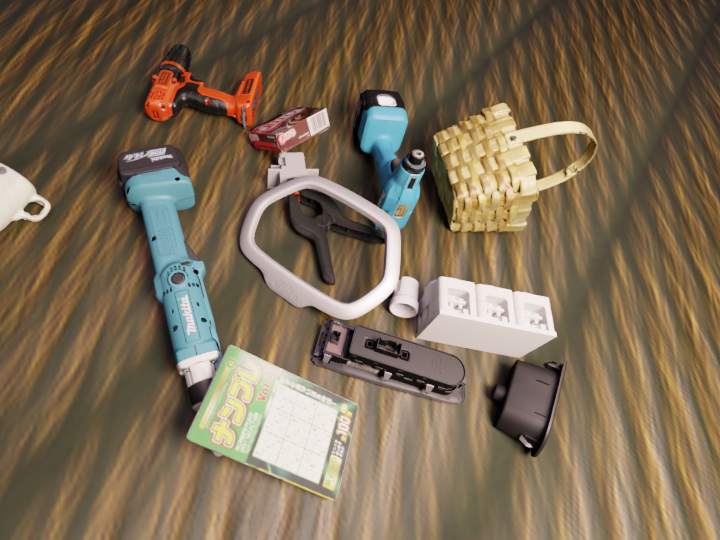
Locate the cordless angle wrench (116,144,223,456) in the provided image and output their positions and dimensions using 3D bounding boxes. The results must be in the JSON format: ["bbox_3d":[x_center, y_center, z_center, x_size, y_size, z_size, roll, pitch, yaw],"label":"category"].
[{"bbox_3d":[-0.233,0.019,0.551,0.096,0.073,0.439,-16,65,-19],"label":"cordless angle wrench"}]

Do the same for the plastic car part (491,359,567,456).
[{"bbox_3d":[0.209,0.163,0.541,0.074,0.063,0.116,23,60,20],"label":"plastic car part"}]

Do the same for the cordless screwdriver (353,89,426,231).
[{"bbox_3d":[0.048,-0.200,0.678,0.073,0.157,0.257,1,57,-13],"label":"cordless screwdriver"}]

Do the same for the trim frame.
[{"bbox_3d":[-0.059,-0.039,0.604,0.257,0.027,0.184,31,77,17],"label":"trim frame"}]

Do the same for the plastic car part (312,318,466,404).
[{"bbox_3d":[0.046,0.111,0.544,0.203,0.066,0.067,19,50,-1],"label":"plastic car part"}]
